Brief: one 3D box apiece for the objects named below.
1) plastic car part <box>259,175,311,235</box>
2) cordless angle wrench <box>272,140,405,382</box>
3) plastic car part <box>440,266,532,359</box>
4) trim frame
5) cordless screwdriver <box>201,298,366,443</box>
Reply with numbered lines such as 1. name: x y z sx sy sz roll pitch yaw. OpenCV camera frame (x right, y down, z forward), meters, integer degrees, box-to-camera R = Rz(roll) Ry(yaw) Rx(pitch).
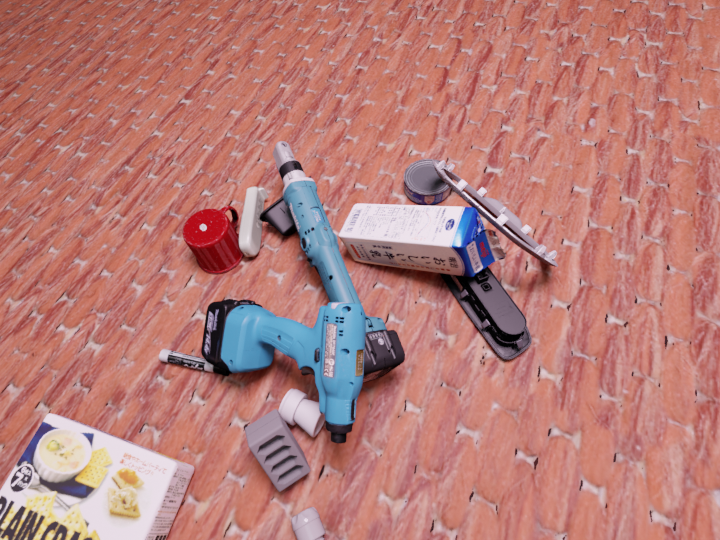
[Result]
1. plastic car part: -0.114 -0.102 0.760 0.116 0.065 0.073 -42 77 -13
2. cordless angle wrench: -0.064 -0.042 0.652 0.071 0.098 0.439 -7 60 -31
3. plastic car part: 0.183 0.028 0.628 0.065 0.065 0.212 -19 60 -13
4. trim frame: 0.204 -0.096 0.653 0.259 0.176 0.027 47 113 24
5. cordless screwdriver: -0.105 0.116 0.557 0.260 0.070 0.160 0 83 36
